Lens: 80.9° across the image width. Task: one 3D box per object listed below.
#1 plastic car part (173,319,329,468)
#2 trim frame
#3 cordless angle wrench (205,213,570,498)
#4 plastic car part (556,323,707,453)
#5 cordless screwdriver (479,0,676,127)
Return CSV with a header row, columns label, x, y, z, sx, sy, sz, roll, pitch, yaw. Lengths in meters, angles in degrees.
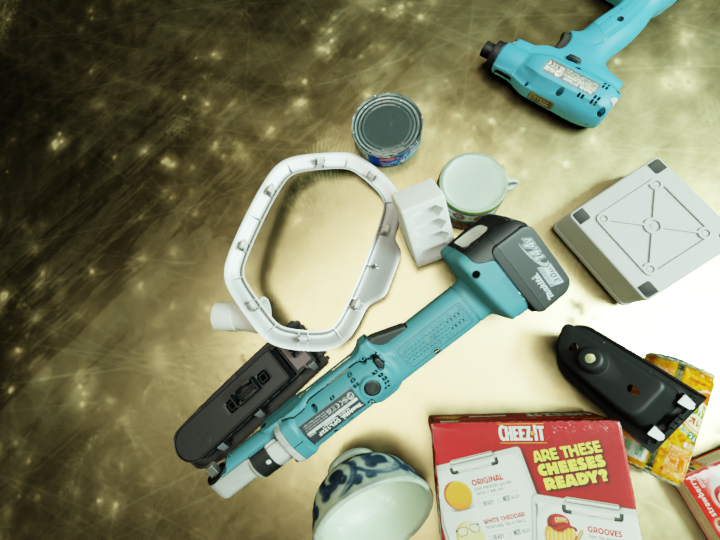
label,x,y,z,sx,sy,sz,roll,pitch,yaw
plastic car part,-0.131,0.147,0.473,0.203,0.066,0.067,-43,83,2
trim frame,-0.048,-0.031,0.488,0.184,0.027,0.250,23,73,1
cordless angle wrench,0.008,0.107,0.443,0.424,0.076,0.096,-39,102,5
plastic car part,0.225,0.093,0.385,0.066,0.067,0.123,-52,46,7
cordless screwdriver,0.272,-0.301,0.489,0.164,0.072,0.249,38,90,15
